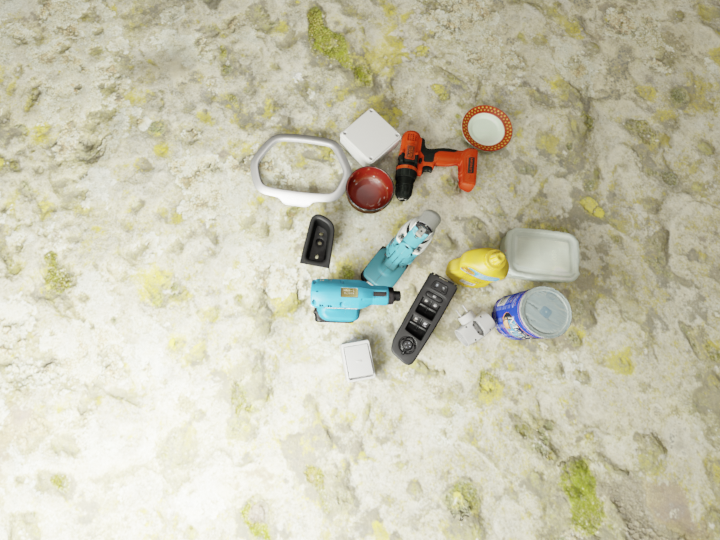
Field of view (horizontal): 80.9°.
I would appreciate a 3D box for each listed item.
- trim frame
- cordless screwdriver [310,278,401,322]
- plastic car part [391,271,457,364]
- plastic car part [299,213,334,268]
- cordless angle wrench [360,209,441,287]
[{"bbox_3d":[-0.145,-0.245,1.028,0.249,0.027,0.186,6,76,0],"label":"trim frame"},{"bbox_3d":[-0.020,0.061,0.841,0.159,0.247,0.075,2,79,-5],"label":"cordless screwdriver"},{"bbox_3d":[0.130,0.107,0.925,0.067,0.066,0.203,31,77,3],"label":"plastic car part"},{"bbox_3d":[-0.094,-0.061,0.961,0.066,0.070,0.118,10,77,-2],"label":"plastic car part"},{"bbox_3d":[0.074,-0.034,0.778,0.075,0.420,0.098,39,78,2],"label":"cordless angle wrench"}]
